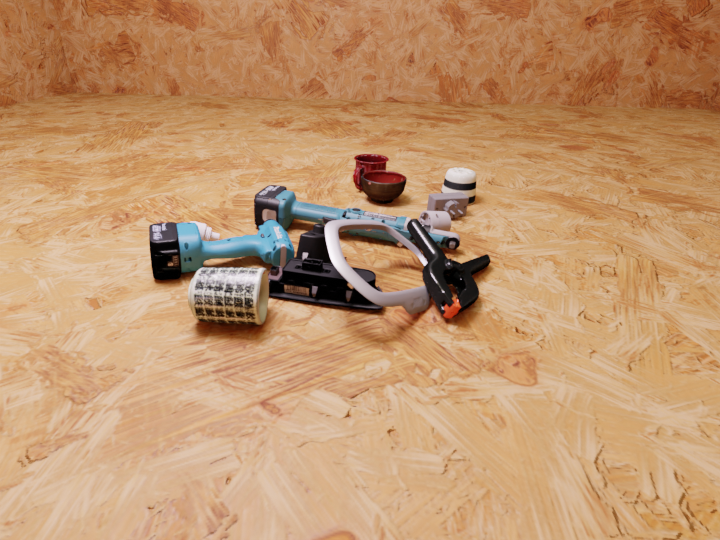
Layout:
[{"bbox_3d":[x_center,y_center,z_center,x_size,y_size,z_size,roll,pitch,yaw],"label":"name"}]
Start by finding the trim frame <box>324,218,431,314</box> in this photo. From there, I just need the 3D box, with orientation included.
[{"bbox_3d":[0.039,-0.013,0.664,0.237,0.028,0.192,-6,51,-52],"label":"trim frame"}]

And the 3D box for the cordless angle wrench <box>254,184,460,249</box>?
[{"bbox_3d":[-0.013,-0.100,0.871,0.435,0.072,0.097,12,30,15],"label":"cordless angle wrench"}]

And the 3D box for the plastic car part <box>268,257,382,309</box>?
[{"bbox_3d":[-0.059,0.016,0.673,0.208,0.066,0.066,11,23,13],"label":"plastic car part"}]

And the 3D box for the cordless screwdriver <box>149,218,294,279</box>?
[{"bbox_3d":[-0.255,-0.053,0.780,0.243,0.073,0.167,-4,29,-17],"label":"cordless screwdriver"}]

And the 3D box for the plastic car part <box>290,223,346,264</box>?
[{"bbox_3d":[-0.073,-0.048,0.748,0.069,0.070,0.113,15,15,21],"label":"plastic car part"}]
